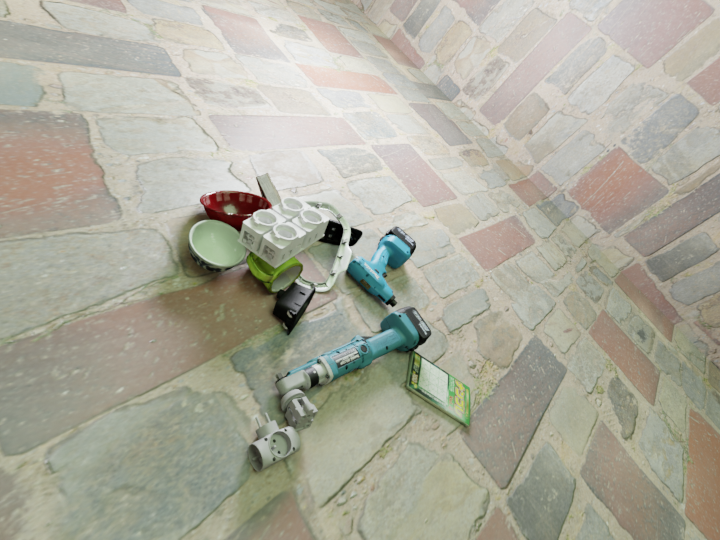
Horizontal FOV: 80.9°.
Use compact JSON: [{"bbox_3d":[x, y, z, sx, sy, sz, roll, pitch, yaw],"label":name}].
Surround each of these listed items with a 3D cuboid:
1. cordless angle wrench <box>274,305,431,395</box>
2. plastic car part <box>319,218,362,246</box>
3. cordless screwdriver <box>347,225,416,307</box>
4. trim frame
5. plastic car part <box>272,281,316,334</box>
[{"bbox_3d":[-0.007,0.178,0.907,0.406,0.075,0.101,-16,64,-44],"label":"cordless angle wrench"},{"bbox_3d":[-0.091,-0.111,1.138,0.194,0.066,0.070,14,20,-27],"label":"plastic car part"},{"bbox_3d":[0.080,-0.013,1.163,0.161,0.075,0.245,43,42,4],"label":"cordless screwdriver"},{"bbox_3d":[-0.102,-0.067,1.044,0.177,0.028,0.251,32,56,-22],"label":"trim frame"},{"bbox_3d":[-0.150,0.069,0.911,0.071,0.065,0.117,25,35,1],"label":"plastic car part"}]
